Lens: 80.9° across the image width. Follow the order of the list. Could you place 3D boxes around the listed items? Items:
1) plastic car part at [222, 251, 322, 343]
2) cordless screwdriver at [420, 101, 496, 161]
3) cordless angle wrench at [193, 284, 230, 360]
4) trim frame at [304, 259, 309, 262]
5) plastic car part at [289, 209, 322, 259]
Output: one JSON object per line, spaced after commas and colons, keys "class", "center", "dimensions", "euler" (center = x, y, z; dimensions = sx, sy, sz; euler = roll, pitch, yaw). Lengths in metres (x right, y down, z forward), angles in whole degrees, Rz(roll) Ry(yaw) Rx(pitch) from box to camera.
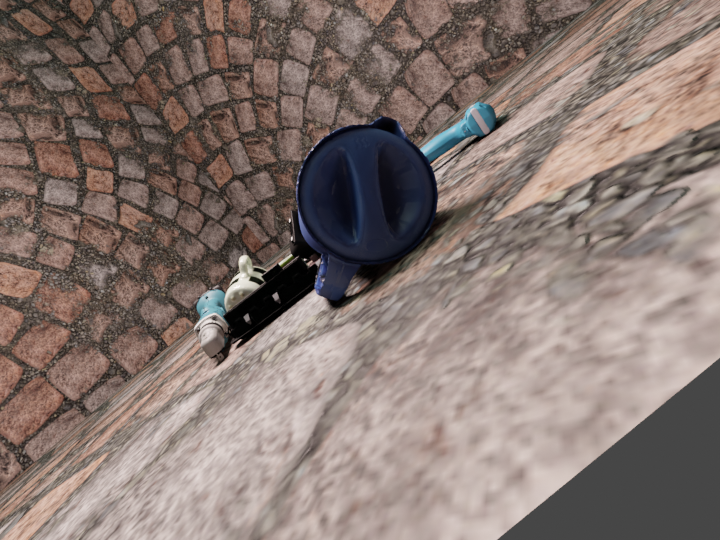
{"class": "plastic car part", "center": [-0.129, 0.036, 0.630], "dimensions": [0.204, 0.065, 0.068], "euler": [-41, 14, 7]}
{"class": "cordless screwdriver", "center": [0.137, -0.231, 0.806], "dimensions": [0.254, 0.073, 0.158], "euler": [-30, 12, 27]}
{"class": "cordless angle wrench", "center": [-0.281, 0.098, 0.814], "dimensions": [0.074, 0.096, 0.434], "euler": [-37, 13, -12]}
{"class": "trim frame", "center": [-0.106, -0.063, 1.054], "dimensions": [0.182, 0.027, 0.255], "euler": [-46, 14, -30]}
{"class": "plastic car part", "center": [-0.065, -0.043, 0.670], "dimensions": [0.071, 0.112, 0.068], "euler": [-51, 38, 43]}
